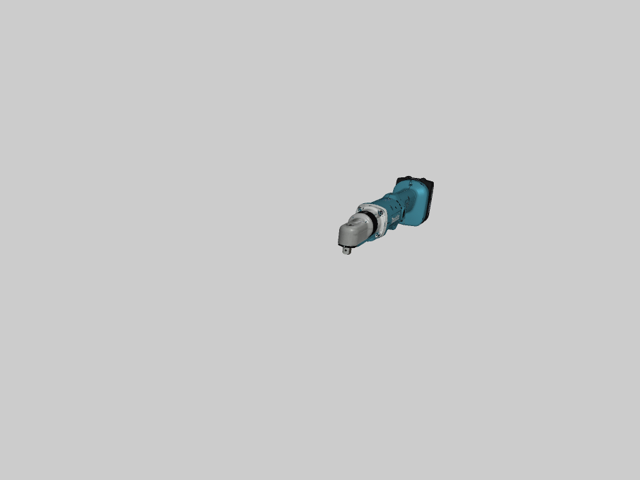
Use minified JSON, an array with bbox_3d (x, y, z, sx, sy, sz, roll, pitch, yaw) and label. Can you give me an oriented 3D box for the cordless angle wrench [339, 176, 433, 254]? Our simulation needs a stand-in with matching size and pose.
[{"bbox_3d":[0.121,-0.049,0.745,0.074,0.098,0.422,12,17,22],"label":"cordless angle wrench"}]
